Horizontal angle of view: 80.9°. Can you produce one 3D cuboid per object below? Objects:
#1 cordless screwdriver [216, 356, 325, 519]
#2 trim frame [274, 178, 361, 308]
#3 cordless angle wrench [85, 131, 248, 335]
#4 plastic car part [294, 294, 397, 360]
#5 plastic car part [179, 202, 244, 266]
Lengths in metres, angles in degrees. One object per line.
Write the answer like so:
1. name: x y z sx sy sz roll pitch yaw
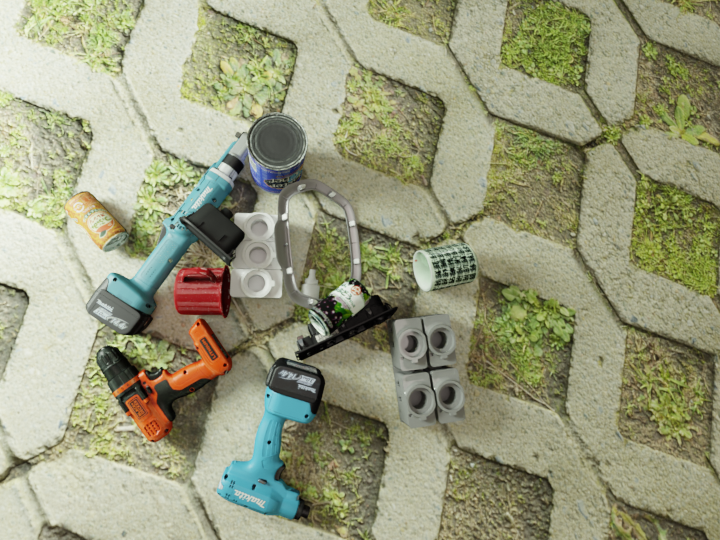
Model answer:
1. cordless screwdriver: -0.124 0.287 0.719 0.158 0.075 0.249 22 85 -4
2. trim frame: -0.076 -0.050 0.777 0.177 0.028 0.250 -2 82 -30
3. cordless angle wrench: -0.316 -0.084 0.766 0.098 0.075 0.423 32 76 -3
4. plastic car part: -0.031 0.099 0.774 0.201 0.064 0.070 -20 60 -9
5. plastic car part: -0.241 -0.072 0.716 0.116 0.066 0.070 45 70 -1
